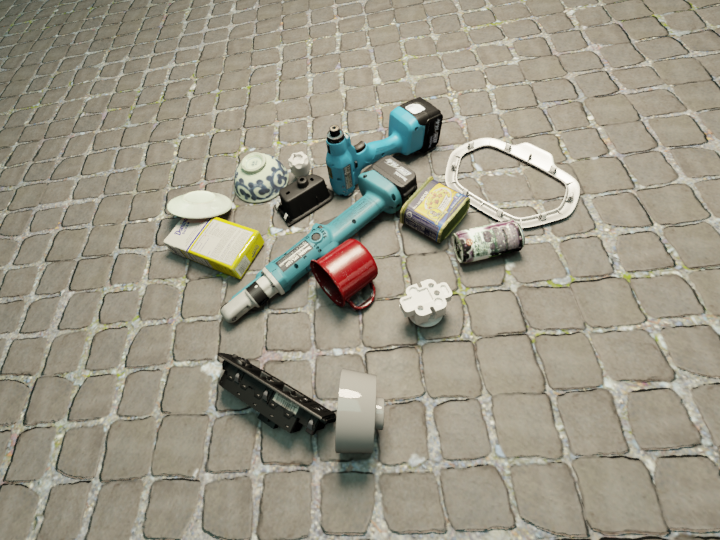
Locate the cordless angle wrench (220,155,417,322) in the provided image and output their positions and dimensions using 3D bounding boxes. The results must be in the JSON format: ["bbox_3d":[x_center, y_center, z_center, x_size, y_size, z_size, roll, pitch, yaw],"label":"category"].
[{"bbox_3d":[-0.075,-0.049,0.765,0.420,0.071,0.103,-40,60,-12],"label":"cordless angle wrench"}]

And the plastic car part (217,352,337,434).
[{"bbox_3d":[-0.137,0.188,0.634,0.212,0.063,0.067,27,92,24],"label":"plastic car part"}]

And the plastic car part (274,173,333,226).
[{"bbox_3d":[-0.115,-0.153,0.838,0.116,0.068,0.069,-33,60,-7],"label":"plastic car part"}]

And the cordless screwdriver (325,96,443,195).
[{"bbox_3d":[0.041,-0.260,0.823,0.246,0.153,0.078,-32,59,-12],"label":"cordless screwdriver"}]

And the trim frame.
[{"bbox_3d":[0.279,-0.174,0.796,0.182,0.026,0.262,-40,57,-16],"label":"trim frame"}]
